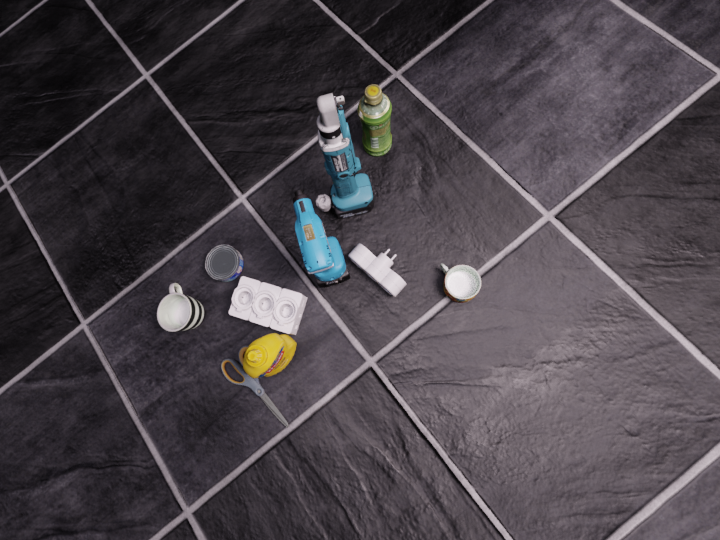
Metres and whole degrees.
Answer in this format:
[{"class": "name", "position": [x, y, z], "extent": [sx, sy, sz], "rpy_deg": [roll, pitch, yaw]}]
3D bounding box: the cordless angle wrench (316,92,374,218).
[{"class": "cordless angle wrench", "position": [-0.035, -0.203, 0.804], "extent": [0.098, 0.412, 0.076], "rpy_deg": [-12, 78, 2]}]

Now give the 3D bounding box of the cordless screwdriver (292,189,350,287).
[{"class": "cordless screwdriver", "position": [-0.084, -0.055, 0.863], "extent": [0.075, 0.242, 0.163], "rpy_deg": [-18, 76, 1]}]
